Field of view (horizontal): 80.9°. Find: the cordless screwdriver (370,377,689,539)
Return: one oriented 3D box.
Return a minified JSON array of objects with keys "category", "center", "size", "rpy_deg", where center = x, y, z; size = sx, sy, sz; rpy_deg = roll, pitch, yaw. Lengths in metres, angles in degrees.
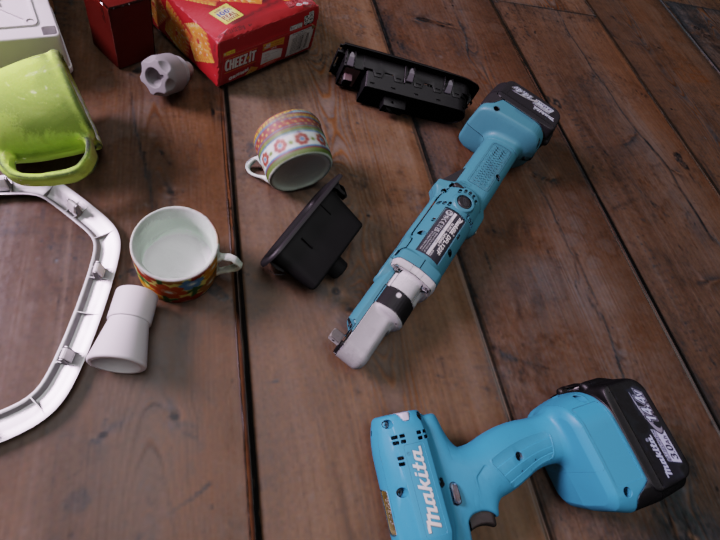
[{"category":"cordless screwdriver","center":[0.140,0.182,0.345],"size":[0.243,0.073,0.164],"rpy_deg":[-7,65,-15]}]

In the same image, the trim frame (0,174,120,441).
[{"category":"trim frame","center":[-0.304,0.021,0.337],"size":[0.181,0.027,0.254],"rpy_deg":[9,62,-9]}]

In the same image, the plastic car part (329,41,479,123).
[{"category":"plastic car part","center":[0.062,-0.238,0.556],"size":[0.199,0.066,0.068],"rpy_deg":[6,72,-13]}]

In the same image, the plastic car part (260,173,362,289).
[{"category":"plastic car part","center":[-0.041,-0.027,0.420],"size":[0.069,0.067,0.116],"rpy_deg":[38,61,-13]}]

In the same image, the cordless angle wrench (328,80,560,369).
[{"category":"cordless angle wrench","center":[0.101,-0.065,0.471],"size":[0.099,0.074,0.421],"rpy_deg":[36,61,3]}]
